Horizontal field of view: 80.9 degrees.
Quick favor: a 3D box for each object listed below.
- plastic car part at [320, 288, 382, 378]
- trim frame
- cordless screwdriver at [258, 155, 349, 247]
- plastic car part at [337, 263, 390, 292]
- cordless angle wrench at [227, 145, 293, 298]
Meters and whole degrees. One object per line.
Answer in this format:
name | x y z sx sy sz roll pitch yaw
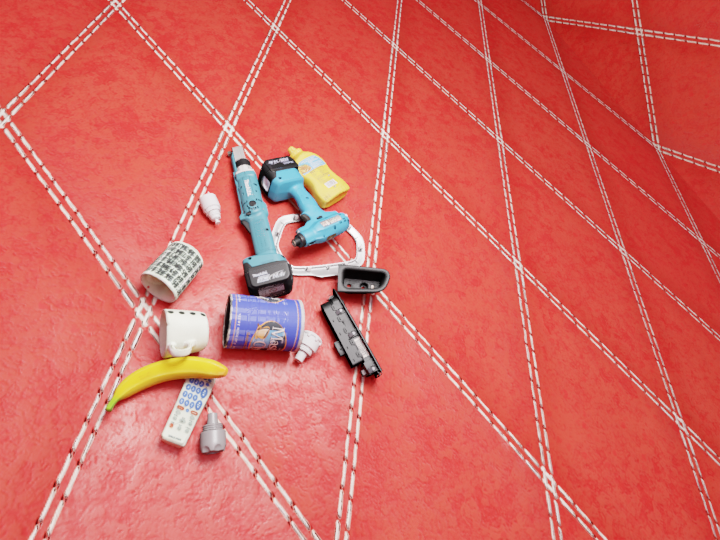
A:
plastic car part | -0.028 0.137 0.890 0.067 0.064 0.210 -24 69 -7
trim frame | -0.099 -0.065 1.014 0.239 0.027 0.191 -6 62 -27
cordless screwdriver | -0.157 -0.159 0.999 0.155 0.074 0.258 -27 65 -38
plastic car part | 0.003 0.030 0.962 0.116 0.070 0.067 4 68 -5
cordless angle wrench | -0.246 -0.136 0.971 0.097 0.072 0.440 -15 59 -10
